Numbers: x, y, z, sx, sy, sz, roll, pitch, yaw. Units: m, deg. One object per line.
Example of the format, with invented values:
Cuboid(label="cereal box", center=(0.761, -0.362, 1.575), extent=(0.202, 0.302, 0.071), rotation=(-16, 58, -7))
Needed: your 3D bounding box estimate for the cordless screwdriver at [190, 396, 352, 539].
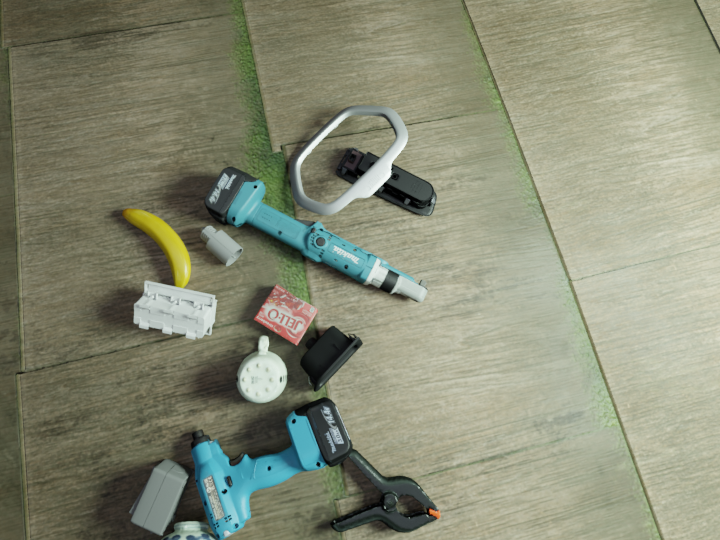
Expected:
Cuboid(label="cordless screwdriver", center=(-0.146, 0.283, 0.677), extent=(0.247, 0.072, 0.166), rotation=(-29, 64, -6))

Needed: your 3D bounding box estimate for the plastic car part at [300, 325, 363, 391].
Cuboid(label="plastic car part", center=(-0.060, 0.141, 0.726), extent=(0.116, 0.063, 0.074), rotation=(-43, 69, -8))

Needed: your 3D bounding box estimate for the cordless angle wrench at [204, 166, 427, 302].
Cuboid(label="cordless angle wrench", center=(-0.075, -0.049, 0.764), extent=(0.425, 0.074, 0.098), rotation=(28, 78, 2))

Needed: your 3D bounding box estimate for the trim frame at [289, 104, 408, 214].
Cuboid(label="trim frame", center=(-0.028, -0.209, 0.787), extent=(0.248, 0.026, 0.193), rotation=(-44, 60, 0))

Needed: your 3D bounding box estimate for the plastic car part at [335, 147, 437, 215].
Cuboid(label="plastic car part", center=(0.058, -0.175, 0.802), extent=(0.204, 0.066, 0.066), rotation=(29, 71, 2))
